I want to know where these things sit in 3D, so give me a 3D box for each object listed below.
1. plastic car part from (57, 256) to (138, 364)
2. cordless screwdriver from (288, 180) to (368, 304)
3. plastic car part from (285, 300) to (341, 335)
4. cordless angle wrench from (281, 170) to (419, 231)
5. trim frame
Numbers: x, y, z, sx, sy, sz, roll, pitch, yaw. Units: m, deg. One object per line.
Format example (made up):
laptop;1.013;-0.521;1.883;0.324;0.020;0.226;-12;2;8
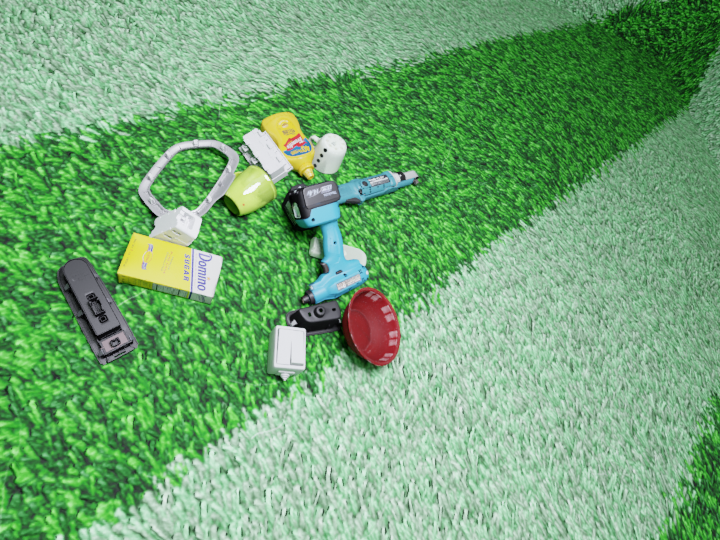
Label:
plastic car part;-0.465;0.058;0.732;0.065;0.067;0.208;-30;74;-27
cordless screwdriver;-0.088;-0.058;0.901;0.156;0.077;0.244;-24;103;-23
plastic car part;-0.087;0.092;0.865;0.112;0.071;0.068;-7;66;-31
cordless angle wrench;-0.001;-0.204;1.079;0.410;0.075;0.100;-23;74;-35
trim frame;-0.368;-0.207;0.921;0.186;0.027;0.251;17;54;5
